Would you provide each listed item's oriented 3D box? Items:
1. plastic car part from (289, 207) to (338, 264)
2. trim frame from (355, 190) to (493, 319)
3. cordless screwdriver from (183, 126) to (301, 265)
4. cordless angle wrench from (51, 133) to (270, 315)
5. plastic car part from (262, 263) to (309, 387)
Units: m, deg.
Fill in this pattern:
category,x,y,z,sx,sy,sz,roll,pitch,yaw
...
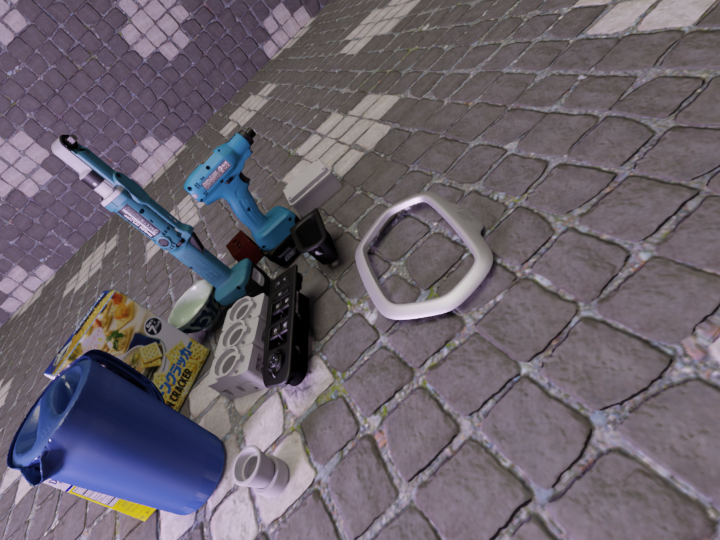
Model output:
category,x,y,z,sx,sy,sz,roll,pitch,yaw
plastic car part,-0.072,-0.047,0.741,0.066,0.067,0.122,-39,35,7
trim frame,0.082,-0.029,0.605,0.185,0.026,0.260,-37,36,10
cordless screwdriver,-0.189,-0.133,0.796,0.159,0.236,0.078,-49,33,-7
cordless angle wrench,-0.324,-0.064,0.718,0.100,0.402,0.077,-29,36,22
plastic car part,-0.109,0.090,0.642,0.068,0.063,0.209,-28,38,23
